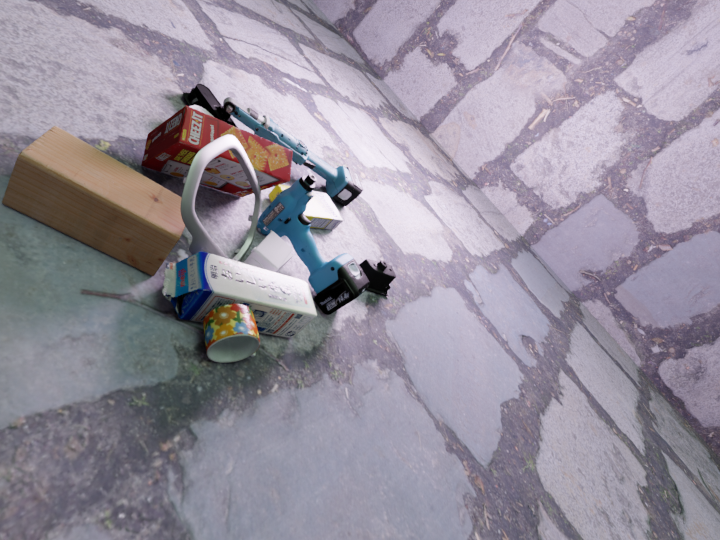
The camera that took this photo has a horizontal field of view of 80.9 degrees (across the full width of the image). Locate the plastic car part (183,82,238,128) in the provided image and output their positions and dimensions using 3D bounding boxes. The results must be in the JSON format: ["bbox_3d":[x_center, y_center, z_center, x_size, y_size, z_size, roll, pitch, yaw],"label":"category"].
[{"bbox_3d":[-0.339,-0.356,0.973,0.209,0.067,0.064,50,37,15],"label":"plastic car part"}]

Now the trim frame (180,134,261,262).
[{"bbox_3d":[-0.211,-0.098,0.661,0.028,0.240,0.186,13,67,8],"label":"trim frame"}]

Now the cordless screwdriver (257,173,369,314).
[{"bbox_3d":[-0.079,-0.052,0.807,0.252,0.161,0.072,52,30,7],"label":"cordless screwdriver"}]

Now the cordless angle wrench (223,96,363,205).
[{"bbox_3d":[-0.162,-0.298,1.055,0.400,0.075,0.102,29,33,-38],"label":"cordless angle wrench"}]

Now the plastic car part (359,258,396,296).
[{"bbox_3d":[0.036,0.006,0.968,0.110,0.072,0.069,20,38,-42],"label":"plastic car part"}]
